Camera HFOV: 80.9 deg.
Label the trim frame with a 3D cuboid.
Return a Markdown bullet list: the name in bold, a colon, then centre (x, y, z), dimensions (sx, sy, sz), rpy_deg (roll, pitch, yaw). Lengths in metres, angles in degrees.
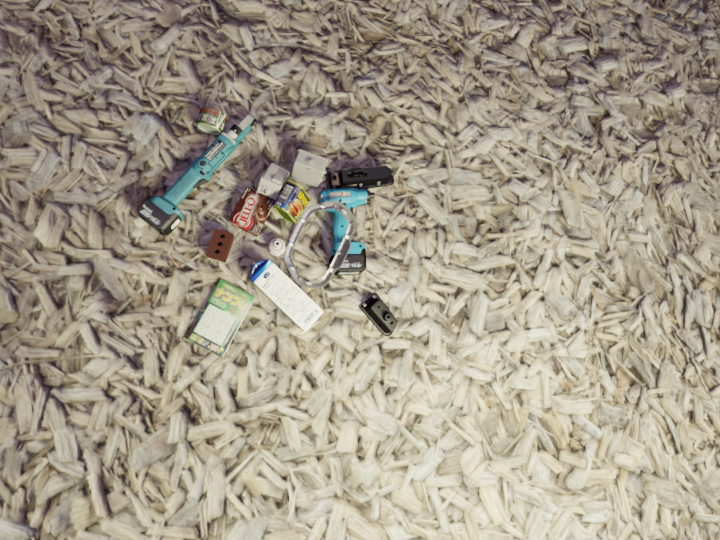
- **trim frame**: centre (-0.111, -0.073, 1.135), dimensions (0.193, 0.026, 0.248), rpy_deg (27, 89, 26)

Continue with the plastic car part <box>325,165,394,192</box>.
- **plastic car part**: centre (0.004, -0.275, 1.229), dimensions (0.199, 0.067, 0.068), rpy_deg (-6, 74, -12)

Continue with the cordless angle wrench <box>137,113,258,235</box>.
- **cordless angle wrench**: centre (-0.434, -0.284, 1.169), dimensions (0.098, 0.074, 0.422), rpy_deg (37, 74, -2)

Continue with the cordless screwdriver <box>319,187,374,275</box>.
- **cordless screwdriver**: centre (-0.025, -0.114, 1.185), dimensions (0.157, 0.074, 0.253), rpy_deg (-6, 76, -9)

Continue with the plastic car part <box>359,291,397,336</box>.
- **plastic car part**: centre (0.061, 0.122, 1.148), dimensions (0.065, 0.071, 0.118), rpy_deg (-38, 84, -13)
